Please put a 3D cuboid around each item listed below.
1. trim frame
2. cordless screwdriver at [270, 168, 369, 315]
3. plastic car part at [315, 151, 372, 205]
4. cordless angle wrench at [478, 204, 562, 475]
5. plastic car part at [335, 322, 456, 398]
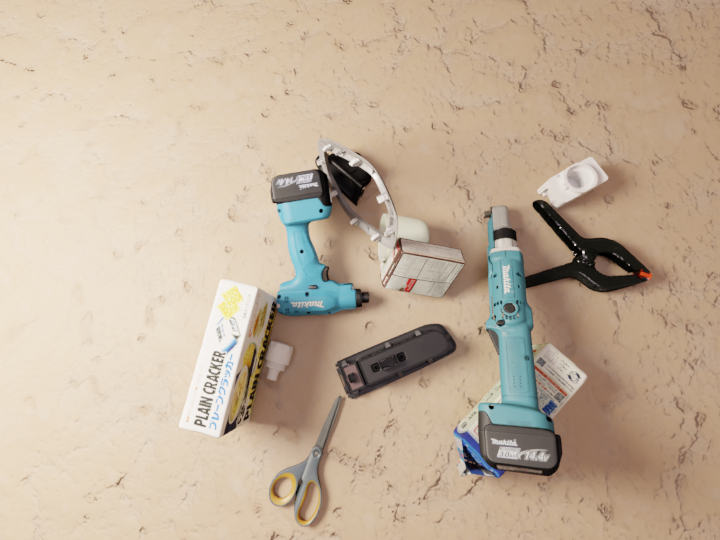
[{"bbox_3d":[-0.012,-0.130,0.687,0.027,0.176,0.262,-27,36,-13],"label":"trim frame"},{"bbox_3d":[-0.070,-0.046,0.720,0.160,0.074,0.246,-3,98,3],"label":"cordless screwdriver"},{"bbox_3d":[-0.022,-0.191,0.794,0.070,0.065,0.120,-36,73,-21],"label":"plastic car part"},{"bbox_3d":[0.228,0.070,0.649,0.101,0.070,0.432,-5,57,21],"label":"cordless angle wrench"},{"bbox_3d":[0.061,0.143,0.699,0.202,0.065,0.068,-22,70,-4],"label":"plastic car part"}]
